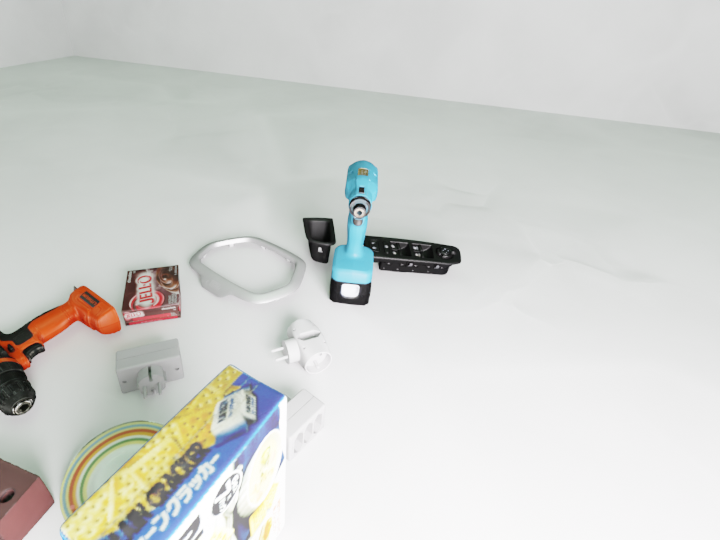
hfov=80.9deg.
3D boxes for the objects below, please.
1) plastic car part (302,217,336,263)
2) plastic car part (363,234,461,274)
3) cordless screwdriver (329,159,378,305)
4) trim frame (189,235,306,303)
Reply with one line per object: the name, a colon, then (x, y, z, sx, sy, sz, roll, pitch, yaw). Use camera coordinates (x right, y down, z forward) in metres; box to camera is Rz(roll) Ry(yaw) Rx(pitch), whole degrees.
plastic car part: (-0.085, -0.056, 0.874, 0.065, 0.069, 0.121, -1, 34, -9)
plastic car part: (0.101, -0.023, 0.846, 0.202, 0.065, 0.068, 2, 34, -3)
cordless screwdriver: (-0.009, -0.046, 0.711, 0.074, 0.242, 0.163, 6, 33, -1)
trim frame: (-0.221, -0.007, 0.828, 0.261, 0.027, 0.180, 25, 40, 29)
